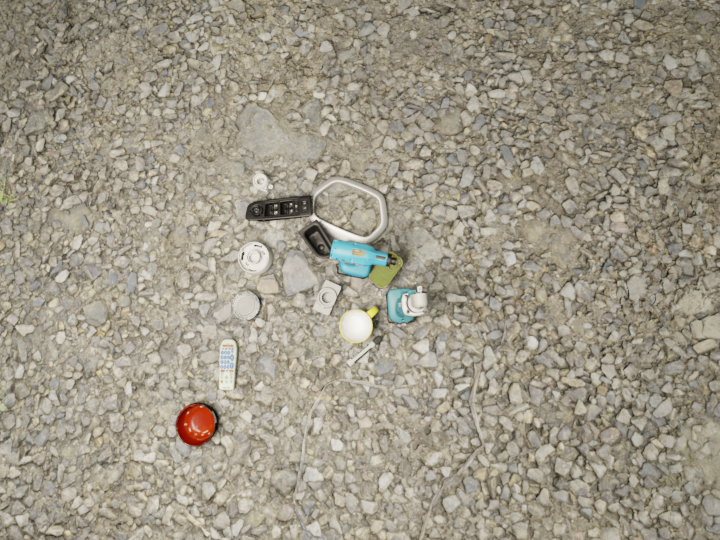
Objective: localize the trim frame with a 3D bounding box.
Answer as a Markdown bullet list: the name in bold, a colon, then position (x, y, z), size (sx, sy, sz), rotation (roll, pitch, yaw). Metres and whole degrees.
- **trim frame**: position (-0.038, -0.179, 1.260), size (0.253, 0.027, 0.184), rotation (23, 83, 8)

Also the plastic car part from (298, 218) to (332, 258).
- **plastic car part**: position (-0.120, -0.078, 1.227), size (0.066, 0.070, 0.119), rotation (-34, 80, -3)

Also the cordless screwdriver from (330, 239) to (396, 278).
- **cordless screwdriver**: position (0.006, -0.025, 1.118), size (0.161, 0.245, 0.075), rotation (12, 83, 3)

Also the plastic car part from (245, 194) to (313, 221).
- **plastic car part**: position (-0.240, -0.179, 1.257), size (0.204, 0.066, 0.067), rotation (-4, 81, 4)

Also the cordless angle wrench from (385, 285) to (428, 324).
- **cordless angle wrench**: position (0.113, 0.081, 1.003), size (0.074, 0.417, 0.099), rotation (-4, 83, -1)
